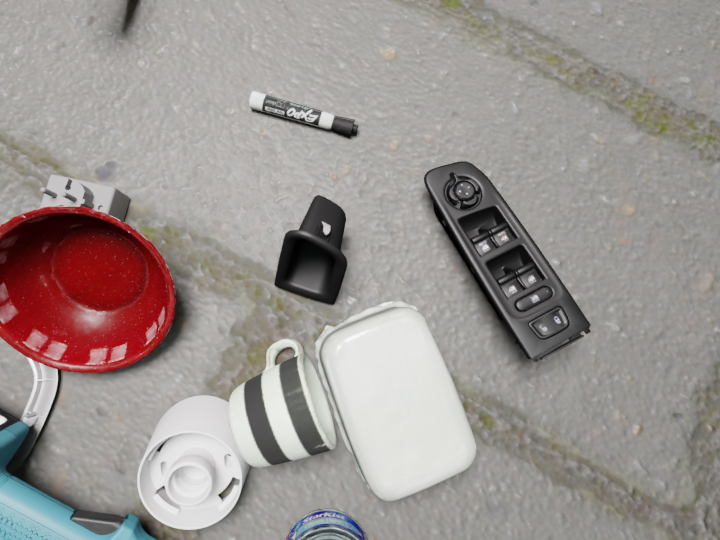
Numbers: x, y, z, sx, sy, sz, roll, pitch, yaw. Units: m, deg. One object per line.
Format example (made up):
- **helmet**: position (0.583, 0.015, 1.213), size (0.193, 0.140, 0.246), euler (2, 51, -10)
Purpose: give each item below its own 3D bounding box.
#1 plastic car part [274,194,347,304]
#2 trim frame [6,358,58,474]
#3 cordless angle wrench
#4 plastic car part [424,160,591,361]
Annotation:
- **plastic car part**: position (-0.039, -0.026, 0.401), size (0.066, 0.115, 0.072), euler (18, 58, -3)
- **trim frame**: position (-0.406, 0.094, 0.405), size (0.183, 0.027, 0.250), euler (-40, 86, -7)
- **cordless angle wrench**: position (-0.198, 0.252, 0.357), size (0.420, 0.075, 0.098), euler (32, 82, -4)
- **plastic car part**: position (0.132, -0.018, 0.419), size (0.066, 0.066, 0.207), euler (-28, 79, -1)
